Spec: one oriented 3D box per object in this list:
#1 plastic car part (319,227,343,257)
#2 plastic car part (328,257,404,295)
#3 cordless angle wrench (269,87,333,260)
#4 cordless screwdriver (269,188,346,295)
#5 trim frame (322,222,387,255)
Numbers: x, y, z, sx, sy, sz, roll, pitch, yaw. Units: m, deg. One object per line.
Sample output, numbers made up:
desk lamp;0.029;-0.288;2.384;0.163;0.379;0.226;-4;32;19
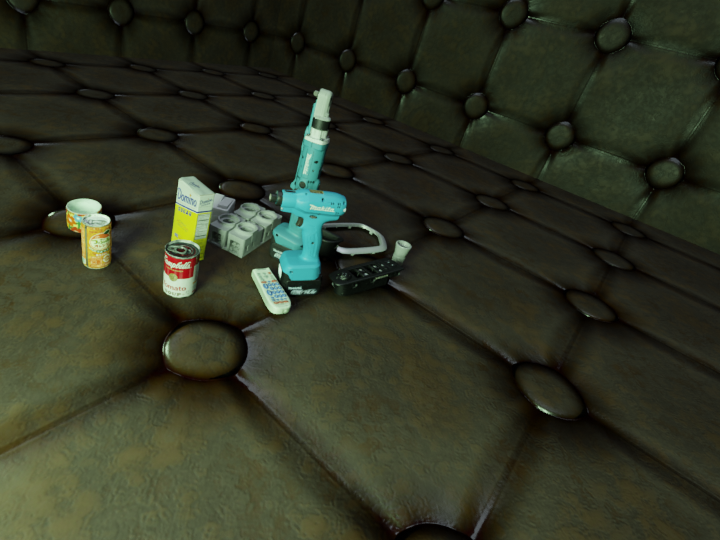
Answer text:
plastic car part;-0.109;-0.071;1.116;0.121;0.070;0.064;28;32;19
plastic car part;0.007;0.018;1.028;0.195;0.066;0.070;-10;40;-36
cordless angle wrench;-0.127;-0.207;0.989;0.100;0.417;0.073;25;30;11
cordless screwdriver;-0.136;-0.062;0.919;0.154;0.245;0.078;5;32;-21
trim frame;-0.033;-0.097;1.233;0.238;0.027;0.195;-8;38;-34
